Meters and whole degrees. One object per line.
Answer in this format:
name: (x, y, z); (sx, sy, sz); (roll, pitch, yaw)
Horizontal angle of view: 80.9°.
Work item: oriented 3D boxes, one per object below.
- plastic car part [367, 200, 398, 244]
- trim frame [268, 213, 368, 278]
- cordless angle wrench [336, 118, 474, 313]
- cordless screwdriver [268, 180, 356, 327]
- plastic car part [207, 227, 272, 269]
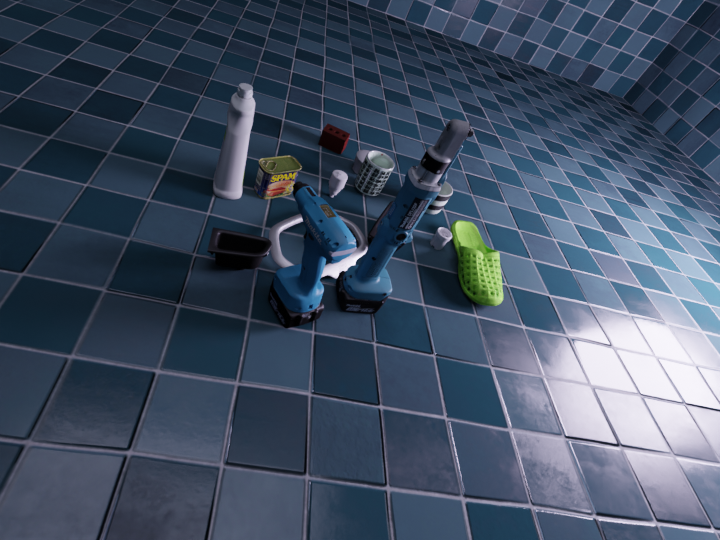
plastic car part: (0.067, -0.100, 1.023); (0.067, 0.066, 0.203); (28, 43, 2)
trim frame: (-0.092, -0.060, 0.944); (0.241, 0.027, 0.191); (-28, 62, -40)
cordless angle wrench: (0.065, -0.076, 0.738); (0.095, 0.420, 0.077); (8, 46, -21)
cordless screwdriver: (-0.101, -0.022, 0.740); (0.071, 0.247, 0.167); (-11, 55, -35)
plastic car part: (-0.236, -0.031, 0.821); (0.114, 0.070, 0.068); (11, 45, -14)
